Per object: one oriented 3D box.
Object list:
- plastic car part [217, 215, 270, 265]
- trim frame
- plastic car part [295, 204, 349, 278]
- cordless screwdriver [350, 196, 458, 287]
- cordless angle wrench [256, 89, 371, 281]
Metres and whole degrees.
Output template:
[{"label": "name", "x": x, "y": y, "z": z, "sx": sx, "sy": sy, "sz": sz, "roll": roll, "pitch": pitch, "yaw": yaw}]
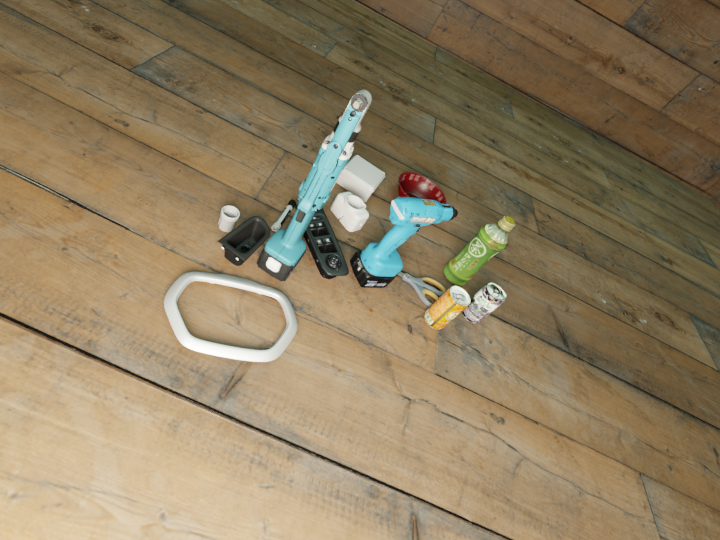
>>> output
[{"label": "plastic car part", "x": -0.235, "y": -0.052, "z": 0.865, "sx": 0.067, "sy": 0.071, "sz": 0.115, "roll": 36, "pitch": 42, "yaw": 2}, {"label": "trim frame", "x": -0.232, "y": 0.079, "z": 0.775, "sx": 0.240, "sy": 0.027, "sz": 0.191, "roll": 12, "pitch": 45, "yaw": -19}, {"label": "plastic car part", "x": -0.094, "y": -0.061, "z": 0.956, "sx": 0.063, "sy": 0.067, "sz": 0.212, "roll": -5, "pitch": 53, "yaw": -35}, {"label": "cordless screwdriver", "x": 0.091, "y": -0.061, "z": 0.925, "sx": 0.152, "sy": 0.249, "sz": 0.077, "roll": 0, "pitch": 53, "yaw": -32}, {"label": "cordless angle wrench", "x": -0.085, "y": -0.140, "z": 0.772, "sx": 0.074, "sy": 0.423, "sz": 0.098, "roll": 34, "pitch": 42, "yaw": -3}]
